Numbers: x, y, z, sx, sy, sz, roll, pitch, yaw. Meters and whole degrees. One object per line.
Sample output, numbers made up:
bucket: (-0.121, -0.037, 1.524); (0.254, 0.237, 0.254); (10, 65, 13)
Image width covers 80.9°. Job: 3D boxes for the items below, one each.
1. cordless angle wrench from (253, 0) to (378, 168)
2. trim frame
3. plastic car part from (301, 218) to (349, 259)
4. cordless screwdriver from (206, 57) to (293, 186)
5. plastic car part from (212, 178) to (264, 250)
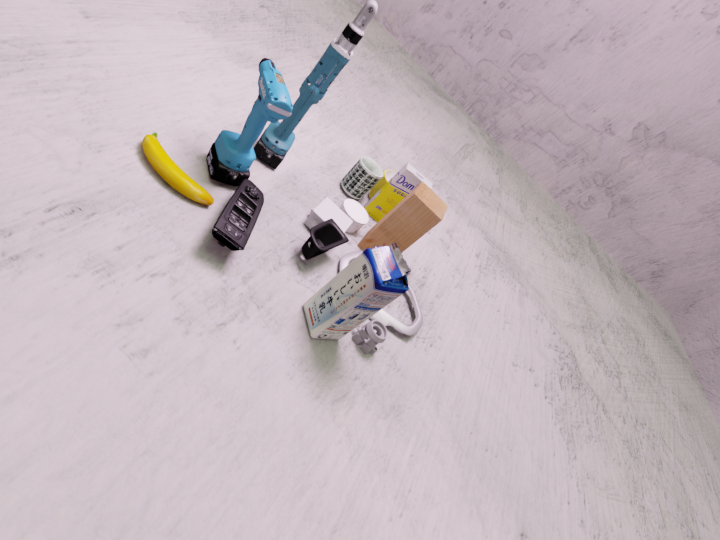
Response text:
cordless angle wrench: (-0.104, -0.403, 0.939); (0.072, 0.428, 0.100); (34, 38, -20)
trim frame: (0.049, 0.049, 0.983); (0.244, 0.028, 0.185); (38, 36, -9)
plastic car part: (-0.089, -0.058, 0.914); (0.067, 0.072, 0.113); (51, 35, 5)
cordless screwdriver: (-0.230, -0.299, 0.861); (0.070, 0.252, 0.166); (12, 49, -40)
plastic car part: (-0.236, -0.105, 0.818); (0.064, 0.068, 0.207); (32, 37, -20)
